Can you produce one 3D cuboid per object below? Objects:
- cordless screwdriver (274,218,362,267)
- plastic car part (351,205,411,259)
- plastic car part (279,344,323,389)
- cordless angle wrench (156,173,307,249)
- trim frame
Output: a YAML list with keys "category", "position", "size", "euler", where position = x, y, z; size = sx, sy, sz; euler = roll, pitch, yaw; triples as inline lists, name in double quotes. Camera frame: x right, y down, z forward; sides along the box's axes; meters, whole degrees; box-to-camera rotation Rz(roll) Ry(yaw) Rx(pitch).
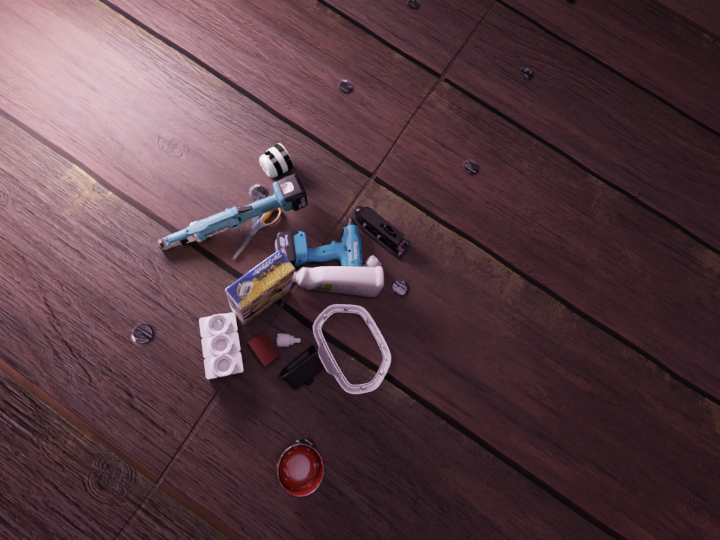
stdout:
- category: "cordless screwdriver"
  position: [-0.117, -0.077, 1.198]
  size: [0.243, 0.074, 0.162]
  euler: [2, 71, -13]
- category: "plastic car part"
  position: [0.062, -0.121, 1.249]
  size: [0.206, 0.066, 0.066]
  euler: [38, 76, 7]
- category: "plastic car part"
  position: [-0.143, 0.257, 1.084]
  size: [0.116, 0.067, 0.070]
  euler: [-41, 98, -6]
- category: "cordless angle wrench"
  position: [-0.355, -0.146, 1.168]
  size: [0.420, 0.096, 0.076]
  euler: [-23, 76, -6]
- category: "trim frame"
  position: [-0.024, 0.206, 1.139]
  size: [0.181, 0.027, 0.253]
  euler: [-26, 79, -15]
